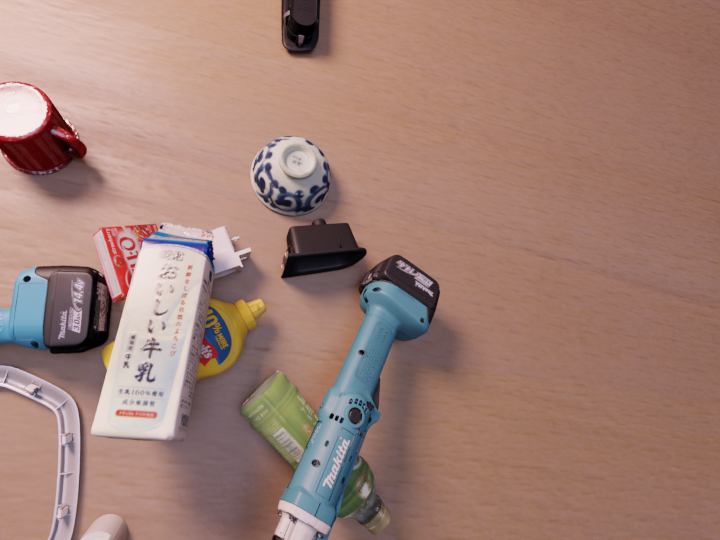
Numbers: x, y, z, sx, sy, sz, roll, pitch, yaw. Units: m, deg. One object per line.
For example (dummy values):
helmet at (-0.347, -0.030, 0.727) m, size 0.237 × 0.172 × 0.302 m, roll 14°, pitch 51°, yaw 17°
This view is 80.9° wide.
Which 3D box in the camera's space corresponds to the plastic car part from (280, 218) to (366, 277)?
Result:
plastic car part at (-0.058, -0.038, 0.594) m, size 0.113 × 0.065 × 0.073 m, roll -11°, pitch 66°, yaw -20°

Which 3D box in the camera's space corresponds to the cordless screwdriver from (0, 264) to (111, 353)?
cordless screwdriver at (-0.423, 0.030, 0.479) m, size 0.245 × 0.074 × 0.162 m, roll -5°, pitch 78°, yaw -11°

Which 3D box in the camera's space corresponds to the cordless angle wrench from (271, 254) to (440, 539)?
cordless angle wrench at (-0.016, 0.166, 0.479) m, size 0.096 × 0.075 × 0.424 m, roll 33°, pitch 55°, yaw -10°

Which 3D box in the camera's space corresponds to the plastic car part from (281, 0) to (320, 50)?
plastic car part at (-0.092, -0.454, 0.692) m, size 0.064 × 0.068 × 0.205 m, roll 6°, pitch 77°, yaw -22°

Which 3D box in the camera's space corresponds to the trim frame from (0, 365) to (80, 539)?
trim frame at (-0.405, 0.231, 0.454) m, size 0.180 × 0.028 × 0.252 m, roll -2°, pitch 78°, yaw -13°
